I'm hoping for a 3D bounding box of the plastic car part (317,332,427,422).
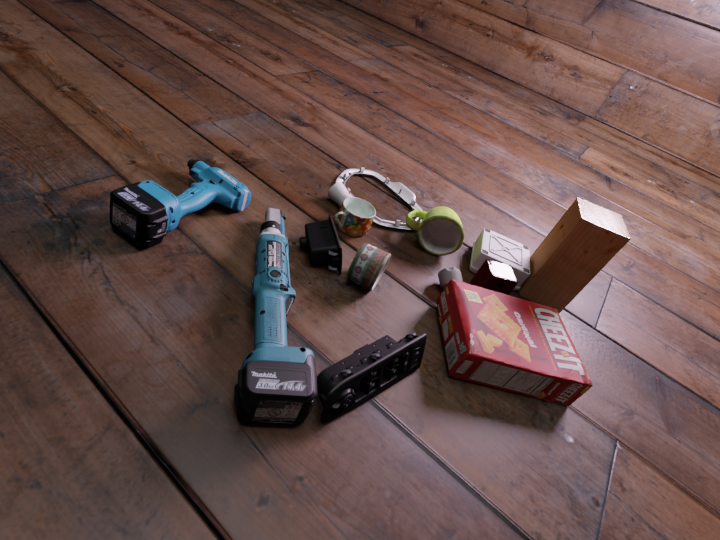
[{"bbox_3d":[0.011,0.139,0.600,0.071,0.065,0.196,35,41,31],"label":"plastic car part"}]

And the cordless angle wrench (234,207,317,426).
[{"bbox_3d":[-0.138,0.026,0.667,0.095,0.073,0.440,7,39,-18],"label":"cordless angle wrench"}]

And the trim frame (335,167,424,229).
[{"bbox_3d":[0.050,-0.177,1.009,0.177,0.027,0.261,-17,50,-37],"label":"trim frame"}]

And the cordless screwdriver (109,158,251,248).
[{"bbox_3d":[-0.338,-0.141,0.775,0.165,0.073,0.243,34,37,16],"label":"cordless screwdriver"}]

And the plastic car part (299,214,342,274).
[{"bbox_3d":[-0.077,-0.051,0.792,0.070,0.064,0.122,-8,42,-12],"label":"plastic car part"}]
